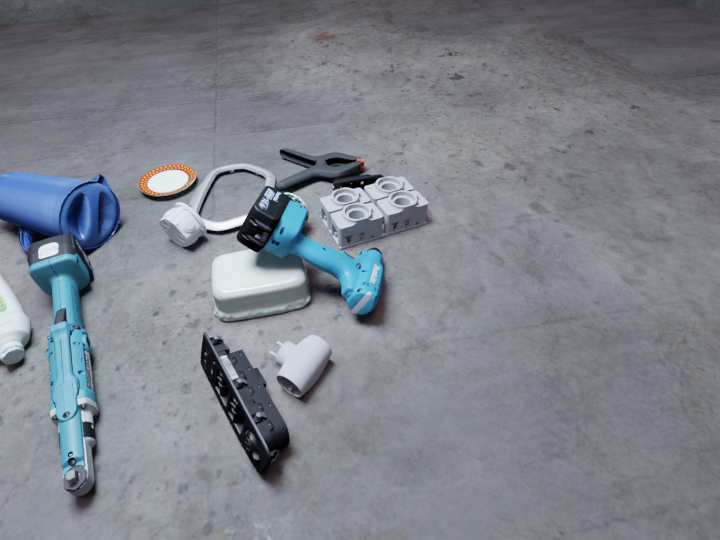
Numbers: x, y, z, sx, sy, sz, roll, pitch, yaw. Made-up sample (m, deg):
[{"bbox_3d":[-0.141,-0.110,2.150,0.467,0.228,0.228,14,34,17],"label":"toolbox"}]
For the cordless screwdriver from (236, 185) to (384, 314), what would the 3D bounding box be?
[{"bbox_3d":[-0.069,-0.045,0.701,0.246,0.074,0.160,32,33,-6],"label":"cordless screwdriver"}]

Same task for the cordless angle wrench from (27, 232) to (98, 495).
[{"bbox_3d":[-0.428,0.113,0.620,0.073,0.095,0.445,-21,51,-20],"label":"cordless angle wrench"}]

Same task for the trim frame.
[{"bbox_3d":[-0.284,-0.167,0.932,0.185,0.026,0.256,0,46,2],"label":"trim frame"}]

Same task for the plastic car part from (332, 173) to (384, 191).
[{"bbox_3d":[-0.012,-0.178,0.907,0.114,0.064,0.075,-17,32,-19],"label":"plastic car part"}]

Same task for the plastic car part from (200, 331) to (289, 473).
[{"bbox_3d":[-0.154,0.169,0.562,0.064,0.066,0.214,-1,35,-38],"label":"plastic car part"}]
